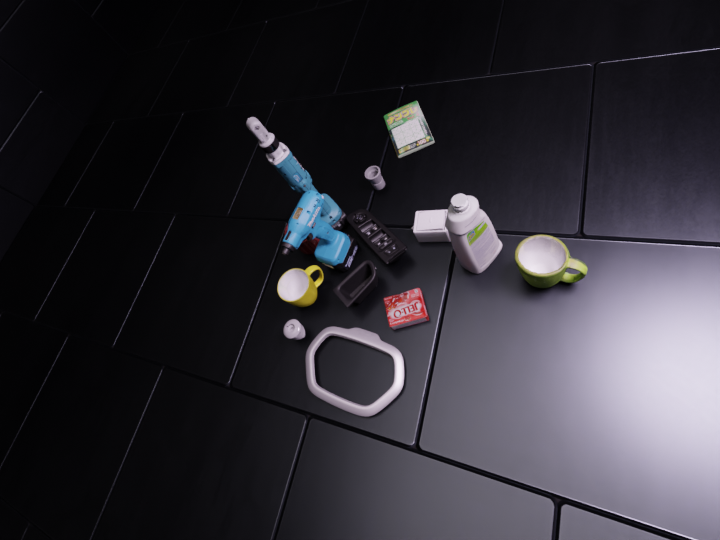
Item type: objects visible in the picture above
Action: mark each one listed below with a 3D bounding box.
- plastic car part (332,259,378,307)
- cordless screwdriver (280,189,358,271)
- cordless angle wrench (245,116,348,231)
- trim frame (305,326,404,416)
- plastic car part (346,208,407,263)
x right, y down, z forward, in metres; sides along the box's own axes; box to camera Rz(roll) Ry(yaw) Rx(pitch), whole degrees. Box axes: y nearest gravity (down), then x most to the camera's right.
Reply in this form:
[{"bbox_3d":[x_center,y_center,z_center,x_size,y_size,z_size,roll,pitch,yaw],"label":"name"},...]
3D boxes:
[{"bbox_3d":[0.003,0.038,1.026,0.116,0.067,0.070,-43,55,0],"label":"plastic car part"},{"bbox_3d":[-0.101,-0.066,1.029,0.078,0.235,0.160,17,73,30],"label":"cordless screwdriver"},{"bbox_3d":[-0.150,-0.222,1.034,0.074,0.400,0.103,-41,56,1],"label":"cordless angle wrench"},{"bbox_3d":[-0.019,0.221,0.966,0.261,0.026,0.185,12,71,31],"label":"trim frame"},{"bbox_3d":[0.040,-0.087,1.076,0.066,0.063,0.214,-41,54,1],"label":"plastic car part"}]
